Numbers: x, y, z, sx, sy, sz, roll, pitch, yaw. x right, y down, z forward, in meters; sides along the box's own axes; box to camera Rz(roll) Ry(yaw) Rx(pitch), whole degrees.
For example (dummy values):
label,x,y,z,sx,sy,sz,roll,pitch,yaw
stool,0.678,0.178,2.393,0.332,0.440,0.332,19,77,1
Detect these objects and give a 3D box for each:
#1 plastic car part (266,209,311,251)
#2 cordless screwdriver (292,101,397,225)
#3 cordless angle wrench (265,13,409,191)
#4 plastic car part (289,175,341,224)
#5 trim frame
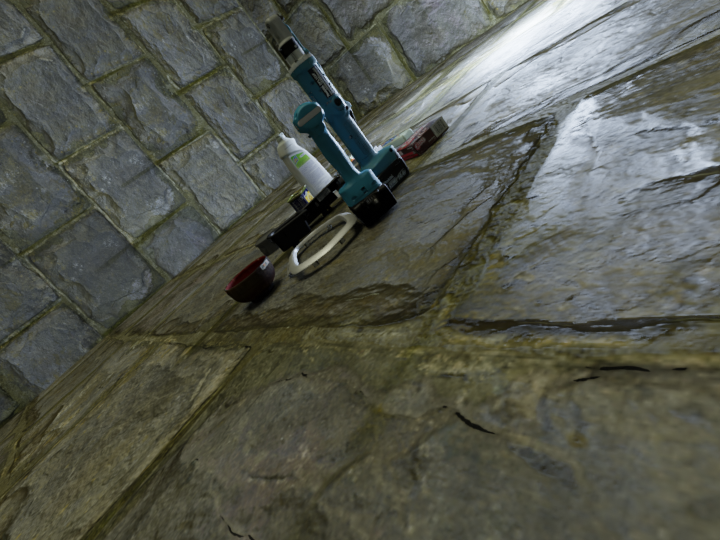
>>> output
label,x,y,z,sx,sy,sz,roll,pitch,yaw
plastic car part,-0.169,-0.091,1.046,0.116,0.069,0.068,-44,17,-16
cordless screwdriver,-0.041,-0.205,0.804,0.074,0.242,0.163,-38,15,1
cordless angle wrench,-0.057,-0.341,0.881,0.097,0.412,0.077,-44,15,-23
plastic car part,-0.123,-0.170,1.151,0.202,0.065,0.068,-40,16,-5
trim frame,-0.086,-0.056,0.878,0.184,0.027,0.256,-39,19,0
